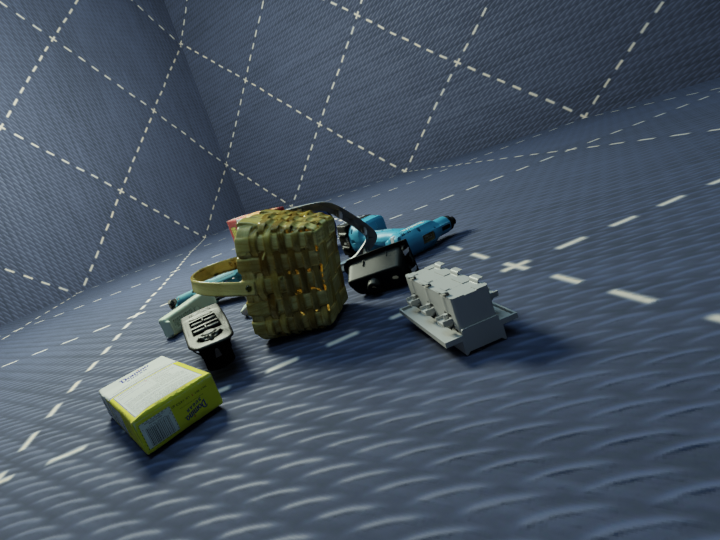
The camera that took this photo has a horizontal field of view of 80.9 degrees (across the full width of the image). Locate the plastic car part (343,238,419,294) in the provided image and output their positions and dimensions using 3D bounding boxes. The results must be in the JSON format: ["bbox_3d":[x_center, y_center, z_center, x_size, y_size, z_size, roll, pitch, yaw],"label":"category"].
[{"bbox_3d":[0.030,0.007,0.677,0.119,0.063,0.072,-19,26,16],"label":"plastic car part"}]

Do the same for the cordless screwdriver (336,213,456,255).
[{"bbox_3d":[0.069,-0.082,0.908,0.155,0.073,0.261,-27,20,-27],"label":"cordless screwdriver"}]

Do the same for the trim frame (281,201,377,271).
[{"bbox_3d":[-0.077,-0.050,0.786,0.188,0.028,0.234,-28,-33,27],"label":"trim frame"}]

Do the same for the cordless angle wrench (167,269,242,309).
[{"bbox_3d":[-0.265,0.014,0.942,0.432,0.077,0.092,-22,-33,22],"label":"cordless angle wrench"}]

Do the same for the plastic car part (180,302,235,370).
[{"bbox_3d":[-0.226,0.101,0.631,0.065,0.066,0.210,-17,9,-23],"label":"plastic car part"}]
